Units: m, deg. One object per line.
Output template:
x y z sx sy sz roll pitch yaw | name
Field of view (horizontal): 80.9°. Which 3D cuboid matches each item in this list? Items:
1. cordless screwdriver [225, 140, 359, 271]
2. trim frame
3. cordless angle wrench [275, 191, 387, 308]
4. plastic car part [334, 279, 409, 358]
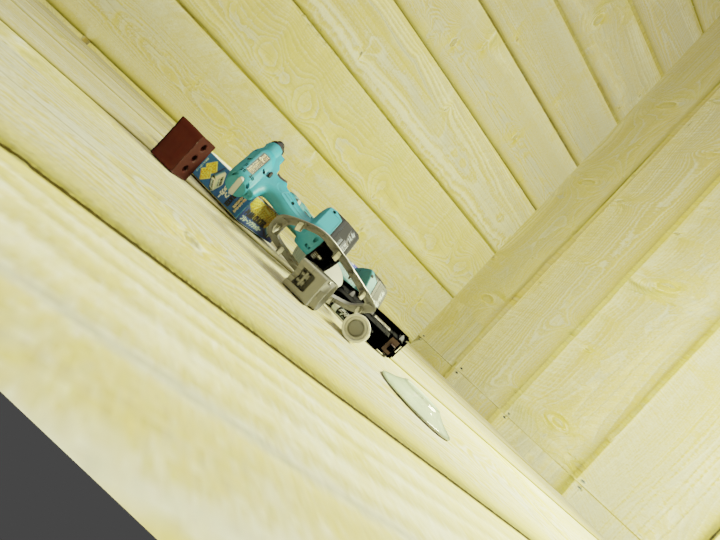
-0.112 -0.124 0.774 0.244 0.159 0.076 43 -44 -10 | cordless screwdriver
-0.066 -0.003 0.713 0.194 0.027 0.236 10 -39 41 | trim frame
-0.088 -0.058 0.900 0.078 0.098 0.403 1 -41 48 | cordless angle wrench
0.000 0.099 0.866 0.207 0.067 0.065 44 25 9 | plastic car part
